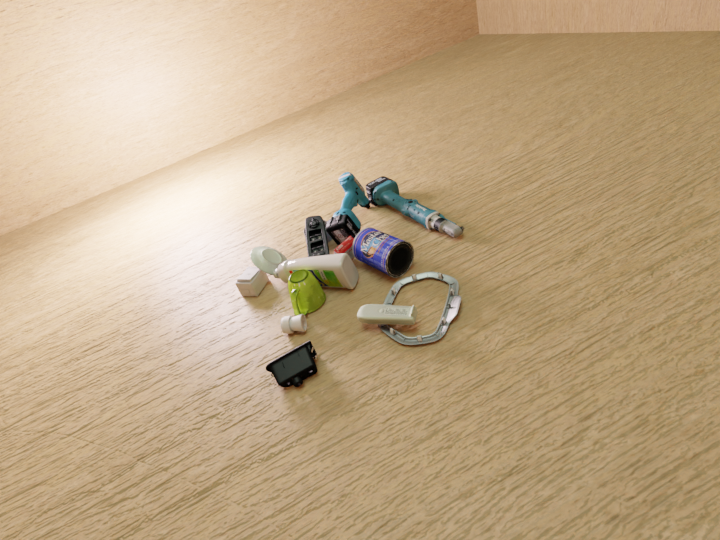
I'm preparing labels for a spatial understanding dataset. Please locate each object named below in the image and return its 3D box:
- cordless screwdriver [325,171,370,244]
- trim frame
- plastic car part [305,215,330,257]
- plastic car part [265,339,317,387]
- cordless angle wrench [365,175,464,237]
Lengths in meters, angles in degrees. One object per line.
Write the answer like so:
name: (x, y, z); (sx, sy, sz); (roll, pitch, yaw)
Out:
cordless screwdriver: (-0.028, -0.189, 1.386); (0.077, 0.151, 0.253); (-16, 45, 31)
trim frame: (0.142, 0.080, 1.005); (0.192, 0.026, 0.248); (2, 39, 28)
plastic car part: (-0.128, -0.083, 1.305); (0.067, 0.063, 0.210); (-20, 58, 13)
plastic car part: (-0.143, 0.220, 0.936); (0.115, 0.063, 0.075); (-30, 49, -9)
cordless angle wrench: (0.163, -0.196, 1.338); (0.097, 0.071, 0.447); (-30, 38, -15)
